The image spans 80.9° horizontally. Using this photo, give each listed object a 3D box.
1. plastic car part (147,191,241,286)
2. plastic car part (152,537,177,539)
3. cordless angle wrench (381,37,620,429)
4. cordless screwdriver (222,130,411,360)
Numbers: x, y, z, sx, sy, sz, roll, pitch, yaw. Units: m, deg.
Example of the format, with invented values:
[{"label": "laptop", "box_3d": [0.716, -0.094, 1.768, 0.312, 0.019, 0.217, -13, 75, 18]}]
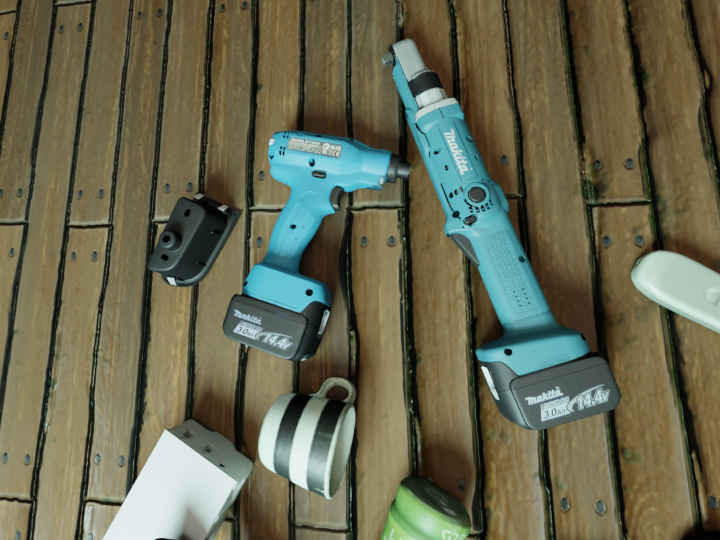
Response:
[{"label": "plastic car part", "box_3d": [-0.201, -0.036, 0.486, 0.068, 0.069, 0.117, 25, 82, 12]}, {"label": "plastic car part", "box_3d": [-0.123, 0.311, 0.377, 0.198, 0.067, 0.067, 42, 108, -14]}, {"label": "cordless angle wrench", "box_3d": [0.115, -0.068, 0.438, 0.098, 0.072, 0.432, -20, 75, 4]}, {"label": "cordless screwdriver", "box_3d": [-0.045, -0.029, 0.457, 0.163, 0.072, 0.250, 11, 78, 11]}]
